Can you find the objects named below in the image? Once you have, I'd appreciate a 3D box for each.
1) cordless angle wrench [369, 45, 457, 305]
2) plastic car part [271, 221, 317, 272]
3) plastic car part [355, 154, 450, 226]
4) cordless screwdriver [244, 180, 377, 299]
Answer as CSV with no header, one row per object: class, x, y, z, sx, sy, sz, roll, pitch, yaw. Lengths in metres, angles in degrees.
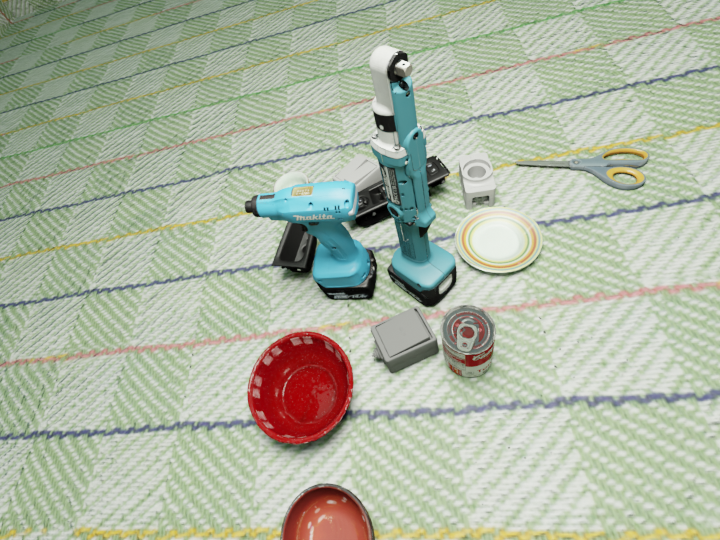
cordless angle wrench,0.063,-0.090,0.541,0.074,0.403,0.103,-43,58,-14
plastic car part,-0.107,-0.043,0.773,0.068,0.067,0.118,4,59,18
plastic car part,0.061,-0.139,0.783,0.204,0.064,0.069,-22,55,3
cordless screwdriver,-0.064,-0.042,0.653,0.163,0.237,0.076,0,58,15
